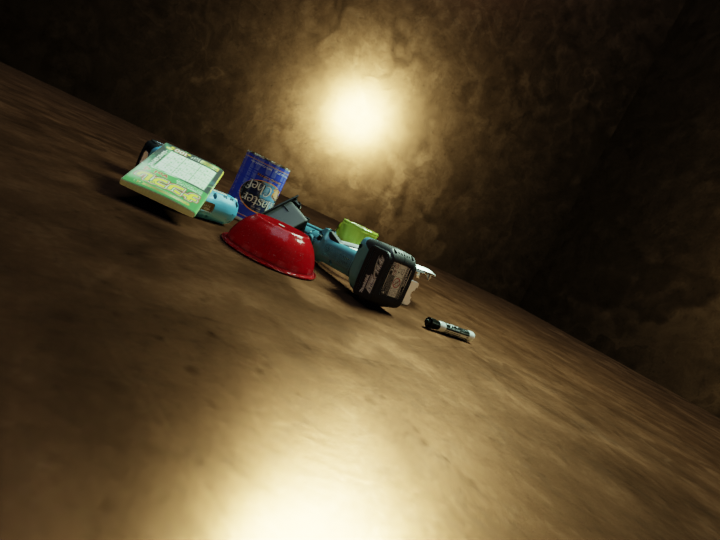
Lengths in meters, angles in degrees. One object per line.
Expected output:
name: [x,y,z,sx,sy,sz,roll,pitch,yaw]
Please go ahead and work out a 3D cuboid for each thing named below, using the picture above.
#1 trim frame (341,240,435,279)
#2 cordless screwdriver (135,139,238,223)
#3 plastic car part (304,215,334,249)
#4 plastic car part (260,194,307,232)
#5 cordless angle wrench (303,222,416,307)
trim frame: [0.045,-0.022,0.900,0.242,0.027,0.189,16,1,-15]
cordless screwdriver: [-0.341,-0.167,0.762,0.263,0.074,0.150,36,12,39]
plastic car part: [-0.132,-0.091,0.997,0.209,0.067,0.064,30,0,15]
plastic car part: [-0.144,-0.079,0.782,0.073,0.065,0.114,41,51,15]
cordless angle wrench: [-0.080,-0.052,0.814,0.070,0.098,0.448,20,5,-42]
